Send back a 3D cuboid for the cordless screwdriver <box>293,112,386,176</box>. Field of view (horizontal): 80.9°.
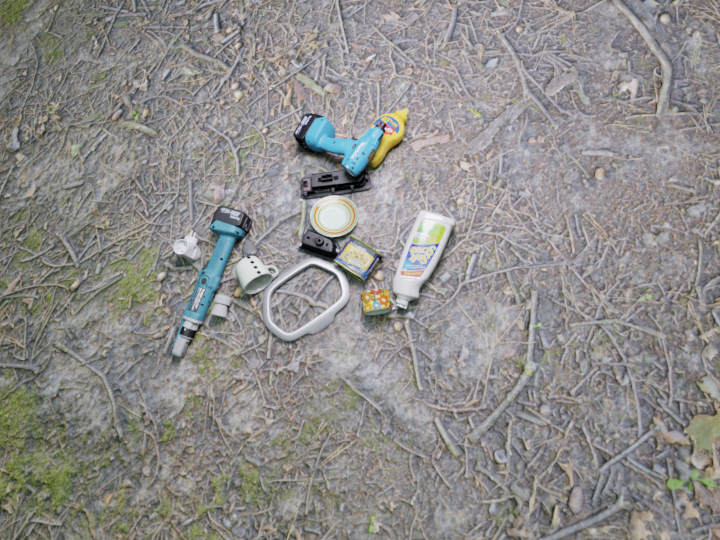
[{"bbox_3d":[-0.057,-0.371,1.169,0.262,0.070,0.159,33,87,32],"label":"cordless screwdriver"}]

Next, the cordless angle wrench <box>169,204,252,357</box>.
[{"bbox_3d":[-0.418,0.031,1.157,0.101,0.072,0.425,17,80,13],"label":"cordless angle wrench"}]

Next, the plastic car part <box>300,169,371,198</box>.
[{"bbox_3d":[-0.072,-0.252,1.182,0.205,0.065,0.068,-4,67,6],"label":"plastic car part"}]

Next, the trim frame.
[{"bbox_3d":[-0.147,0.075,1.116,0.248,0.027,0.191,-35,70,-3],"label":"trim frame"}]

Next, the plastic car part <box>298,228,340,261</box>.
[{"bbox_3d":[-0.110,-0.072,1.129,0.120,0.068,0.066,21,80,17],"label":"plastic car part"}]
